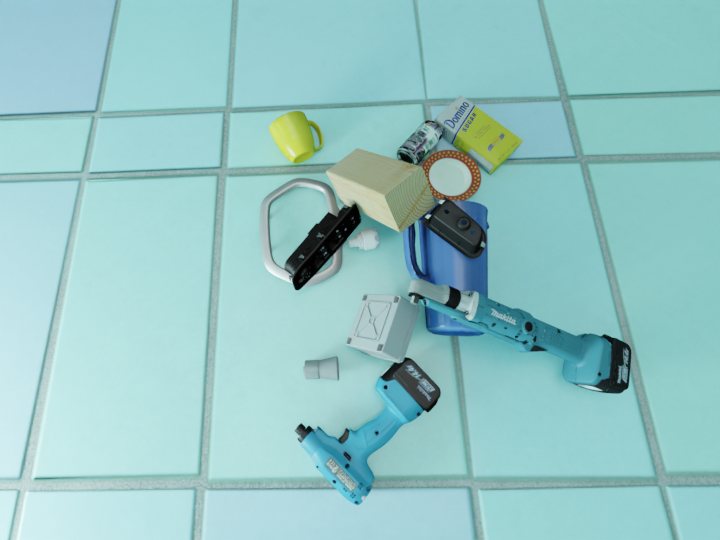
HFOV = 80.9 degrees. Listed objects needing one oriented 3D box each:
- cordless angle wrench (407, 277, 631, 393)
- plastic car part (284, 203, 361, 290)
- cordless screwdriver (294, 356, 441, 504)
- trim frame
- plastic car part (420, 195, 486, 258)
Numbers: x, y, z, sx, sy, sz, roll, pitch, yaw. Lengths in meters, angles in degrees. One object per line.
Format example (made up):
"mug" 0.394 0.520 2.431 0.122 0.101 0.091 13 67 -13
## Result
"cordless angle wrench" 0.265 0.098 0.713 0.412 0.075 0.099 22 72 -13
"plastic car part" -0.082 -0.054 0.841 0.070 0.064 0.202 31 74 19
"cordless screwdriver" 0.013 0.256 0.748 0.164 0.072 0.248 40 80 13
"trim frame" -0.121 -0.085 0.896 0.184 0.027 0.255 -8 69 0
"plastic car part" 0.169 -0.078 0.728 0.121 0.068 0.066 42 90 19
